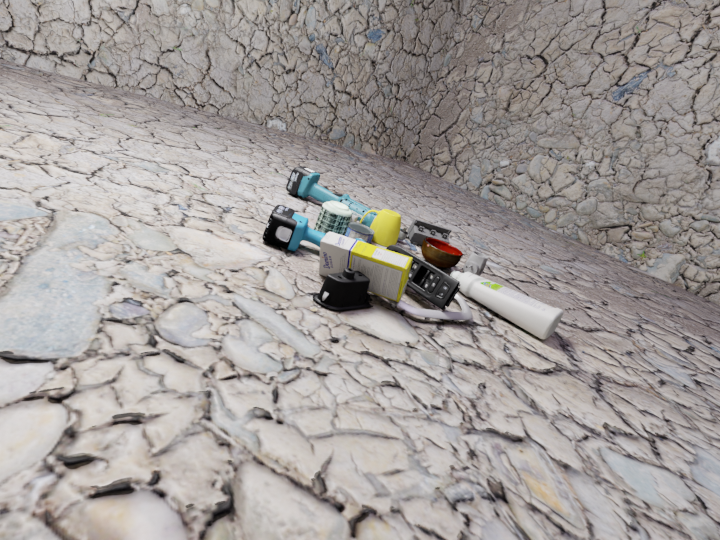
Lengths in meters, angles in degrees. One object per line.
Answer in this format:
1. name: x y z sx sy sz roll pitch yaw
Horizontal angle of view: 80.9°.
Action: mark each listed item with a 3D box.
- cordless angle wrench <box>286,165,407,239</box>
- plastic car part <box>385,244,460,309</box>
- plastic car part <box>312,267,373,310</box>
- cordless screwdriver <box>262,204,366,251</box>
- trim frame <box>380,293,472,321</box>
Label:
1. cordless angle wrench: -0.043 -0.204 1.348 0.438 0.097 0.072 30 22 18
2. plastic car part: 0.128 0.007 0.919 0.215 0.066 0.063 35 15 36
3. plastic car part: -0.026 0.030 0.780 0.111 0.070 0.070 1 26 -48
4. cordless screwdriver: -0.093 -0.061 0.949 0.245 0.074 0.163 20 19 -9
5. trim frame: 0.130 0.055 0.914 0.238 0.027 0.194 4 26 -30
